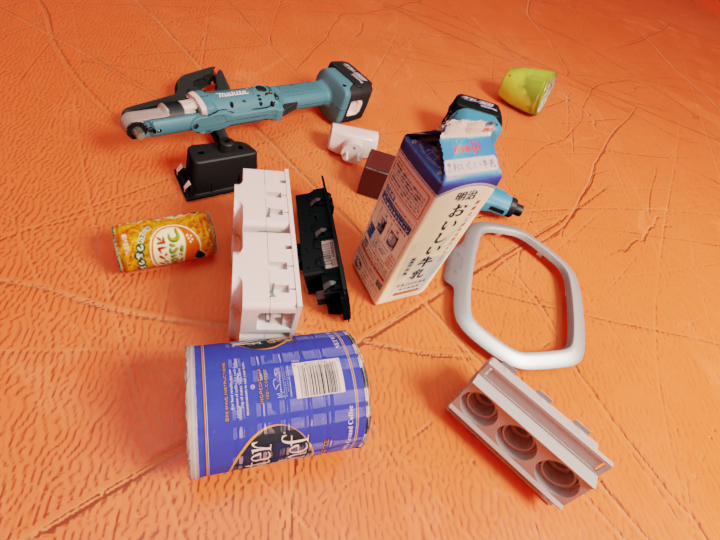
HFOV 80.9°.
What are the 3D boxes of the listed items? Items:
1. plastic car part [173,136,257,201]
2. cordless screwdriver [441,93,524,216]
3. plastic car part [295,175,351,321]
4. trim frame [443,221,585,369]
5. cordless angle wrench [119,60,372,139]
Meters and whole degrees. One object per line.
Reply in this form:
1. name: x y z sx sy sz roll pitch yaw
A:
1. plastic car part: -0.193 -0.149 0.583 0.113 0.070 0.069 -18 59 -25
2. cordless screwdriver: 0.201 -0.194 0.720 0.160 0.073 0.251 20 52 2
3. plastic car part: -0.052 -0.034 0.529 0.068 0.063 0.210 -13 51 6
4. trim frame: 0.204 0.023 0.561 0.186 0.027 0.250 21 50 3
5. cordless angle wrench: -0.158 -0.260 0.662 0.411 0.074 0.102 -27 65 -36
